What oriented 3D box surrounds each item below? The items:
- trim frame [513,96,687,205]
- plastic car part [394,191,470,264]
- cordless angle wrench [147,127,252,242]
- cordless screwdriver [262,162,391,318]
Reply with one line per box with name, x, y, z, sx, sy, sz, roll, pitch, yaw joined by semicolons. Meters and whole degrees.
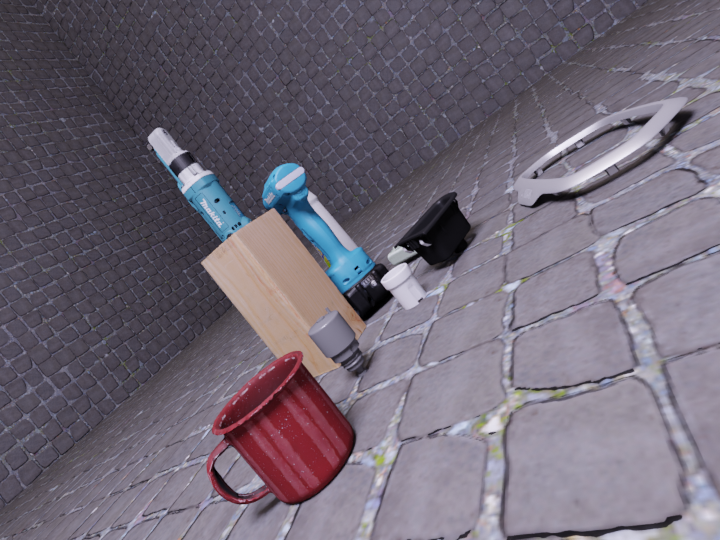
trim frame;0.283;-0.147;0.536;0.185;0.027;0.250;-36;10;10
plastic car part;0.114;-0.052;0.580;0.115;0.070;0.067;-43;8;-31
cordless angle wrench;-0.196;-0.056;0.680;0.099;0.420;0.074;-36;4;21
cordless screwdriver;-0.064;-0.042;0.654;0.073;0.247;0.162;-39;6;-20
